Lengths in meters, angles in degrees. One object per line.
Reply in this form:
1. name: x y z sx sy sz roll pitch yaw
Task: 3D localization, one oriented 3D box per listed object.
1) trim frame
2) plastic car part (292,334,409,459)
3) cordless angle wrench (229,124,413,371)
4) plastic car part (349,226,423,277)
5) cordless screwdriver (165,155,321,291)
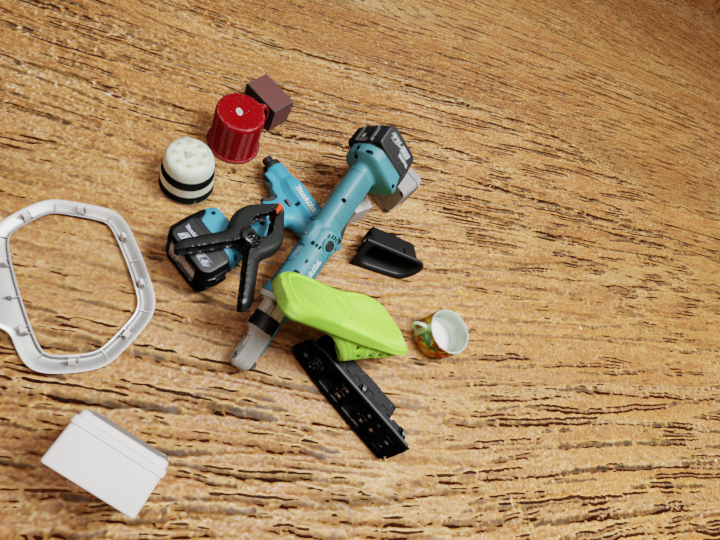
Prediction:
1. trim frame: -0.381 0.011 0.555 0.179 0.028 0.254 -20 76 -28
2. plastic car part: -0.011 0.168 0.605 0.204 0.067 0.066 45 47 3
3. cordless angle wrench: -0.062 -0.041 0.634 0.093 0.078 0.423 47 68 -40
4. plastic car part: 0.047 -0.037 0.736 0.113 0.066 0.073 17 47 -19
5. cordless screwdriver: -0.181 -0.085 0.656 0.243 0.075 0.162 -32 81 -35
